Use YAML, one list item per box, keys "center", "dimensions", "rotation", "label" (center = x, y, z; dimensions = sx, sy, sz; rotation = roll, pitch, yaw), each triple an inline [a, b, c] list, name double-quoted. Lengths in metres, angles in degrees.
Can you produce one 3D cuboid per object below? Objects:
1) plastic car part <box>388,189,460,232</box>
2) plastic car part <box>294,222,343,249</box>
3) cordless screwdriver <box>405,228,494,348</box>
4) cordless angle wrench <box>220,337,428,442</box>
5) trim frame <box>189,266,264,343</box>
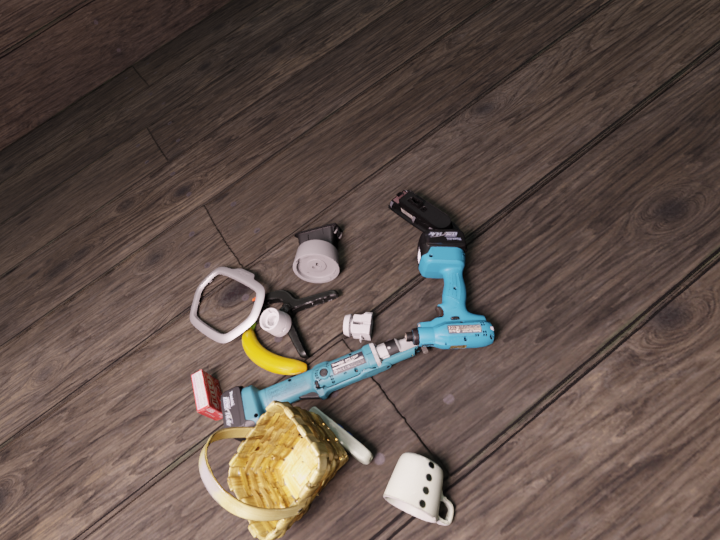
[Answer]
- center: [0.150, -0.137, 0.998]
  dimensions: [0.065, 0.064, 0.214]
  rotation: [-35, 54, -14]
  label: "plastic car part"
- center: [-0.103, -0.067, 1.054]
  dimensions: [0.119, 0.063, 0.073]
  rotation: [-15, 67, 15]
  label: "plastic car part"
- center: [0.156, 0.036, 0.848]
  dimensions: [0.159, 0.072, 0.257]
  rotation: [-4, 57, 0]
  label: "cordless screwdriver"
- center: [-0.066, 0.213, 0.835]
  dimensions: [0.424, 0.071, 0.102]
  rotation: [-23, 52, 2]
  label: "cordless angle wrench"
- center: [-0.330, 0.076, 1.038]
  dimensions: [0.263, 0.026, 0.184]
  rotation: [18, 73, 40]
  label: "trim frame"
